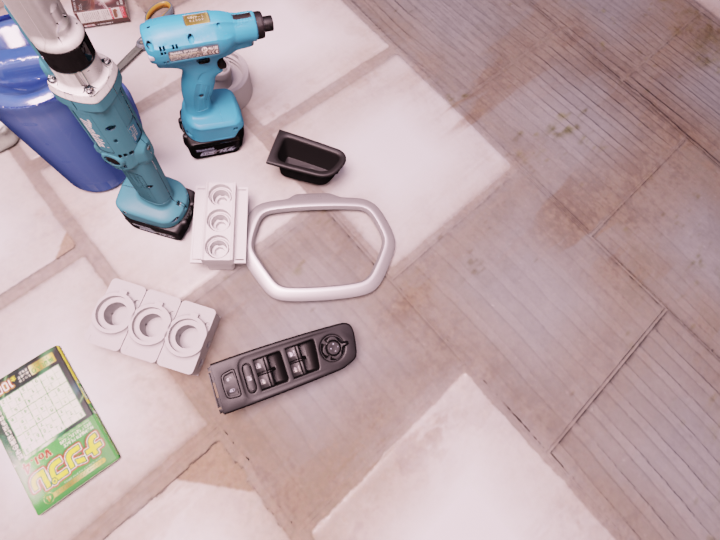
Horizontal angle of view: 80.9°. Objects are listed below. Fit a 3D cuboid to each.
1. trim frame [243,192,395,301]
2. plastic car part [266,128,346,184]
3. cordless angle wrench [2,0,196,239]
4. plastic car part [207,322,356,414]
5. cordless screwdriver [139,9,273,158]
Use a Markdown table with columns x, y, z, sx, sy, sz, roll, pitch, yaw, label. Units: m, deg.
| x | y | z | sx | sy | sz | roll | pitch | yaw | label |
| --- | --- | --- | --- | --- | --- | --- | --- | --- | --- |
| -0.065 | -0.043 | 0.668 | 0.245 | 0.027 | 0.188 | -5 | 72 | -8 | trim frame |
| -0.087 | -0.170 | 0.686 | 0.116 | 0.070 | 0.066 | 18 | 71 | -2 | plastic car part |
| -0.267 | -0.144 | 0.473 | 0.097 | 0.421 | 0.075 | 17 | 72 | -6 | cordless angle wrench |
| -0.101 | 0.130 | 0.584 | 0.200 | 0.066 | 0.068 | -18 | 76 | -12 | plastic car part |
| -0.204 | -0.266 | 0.613 | 0.157 | 0.247 | 0.076 | -16 | 78 | -14 | cordless screwdriver |
